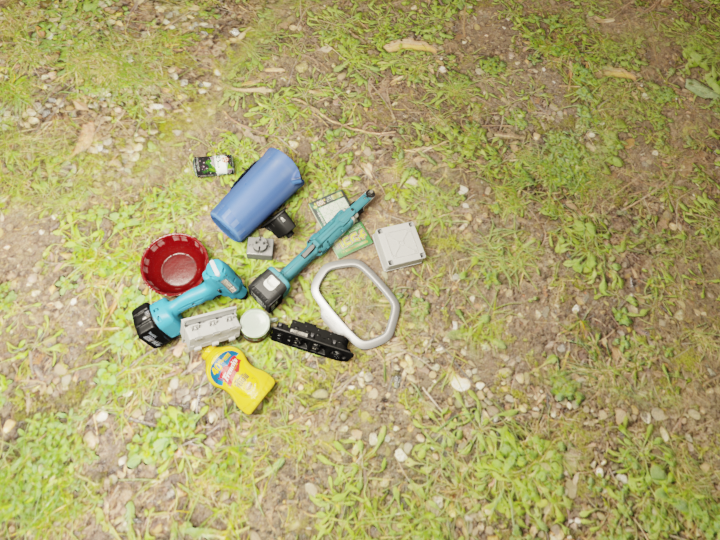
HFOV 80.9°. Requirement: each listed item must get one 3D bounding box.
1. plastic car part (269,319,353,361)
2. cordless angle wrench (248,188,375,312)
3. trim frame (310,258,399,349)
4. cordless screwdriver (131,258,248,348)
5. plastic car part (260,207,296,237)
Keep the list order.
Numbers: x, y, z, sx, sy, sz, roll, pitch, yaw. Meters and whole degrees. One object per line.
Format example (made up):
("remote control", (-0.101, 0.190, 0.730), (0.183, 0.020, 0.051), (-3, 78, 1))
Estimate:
("plastic car part", (-0.113, 0.165, 1.014), (0.204, 0.065, 0.068), (21, 43, 3))
("cordless angle wrench", (-0.105, -0.069, 1.079), (0.076, 0.097, 0.419), (42, 70, 6))
("trim frame", (-0.013, 0.080, 1.070), (0.182, 0.027, 0.253), (-39, 80, -19))
("cordless screwdriver", (-0.387, 0.083, 0.985), (0.248, 0.152, 0.078), (-33, 58, -4))
("plastic car part", (-0.202, -0.114, 1.085), (0.065, 0.120, 0.069), (-45, 107, -20))
